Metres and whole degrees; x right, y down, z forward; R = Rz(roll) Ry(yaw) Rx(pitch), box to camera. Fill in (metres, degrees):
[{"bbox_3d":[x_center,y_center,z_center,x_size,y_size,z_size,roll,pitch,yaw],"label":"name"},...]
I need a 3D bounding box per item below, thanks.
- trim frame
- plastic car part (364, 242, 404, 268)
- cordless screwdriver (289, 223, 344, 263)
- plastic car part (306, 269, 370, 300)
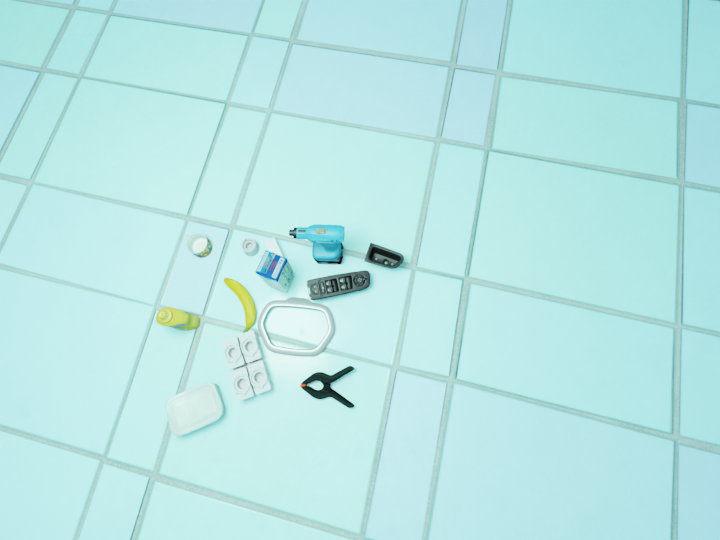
[{"bbox_3d":[-0.205,0.176,1.344,0.251,0.027,0.187,3,74,5],"label":"trim frame"},{"bbox_3d":[0.076,-0.035,1.362,0.118,0.069,0.066,19,77,8],"label":"plastic car part"},{"bbox_3d":[-0.127,-0.083,1.301,0.160,0.244,0.075,3,77,1],"label":"cordless screwdriver"},{"bbox_3d":[-0.066,0.048,1.351,0.203,0.065,0.068,-12,75,0],"label":"plastic car part"}]
